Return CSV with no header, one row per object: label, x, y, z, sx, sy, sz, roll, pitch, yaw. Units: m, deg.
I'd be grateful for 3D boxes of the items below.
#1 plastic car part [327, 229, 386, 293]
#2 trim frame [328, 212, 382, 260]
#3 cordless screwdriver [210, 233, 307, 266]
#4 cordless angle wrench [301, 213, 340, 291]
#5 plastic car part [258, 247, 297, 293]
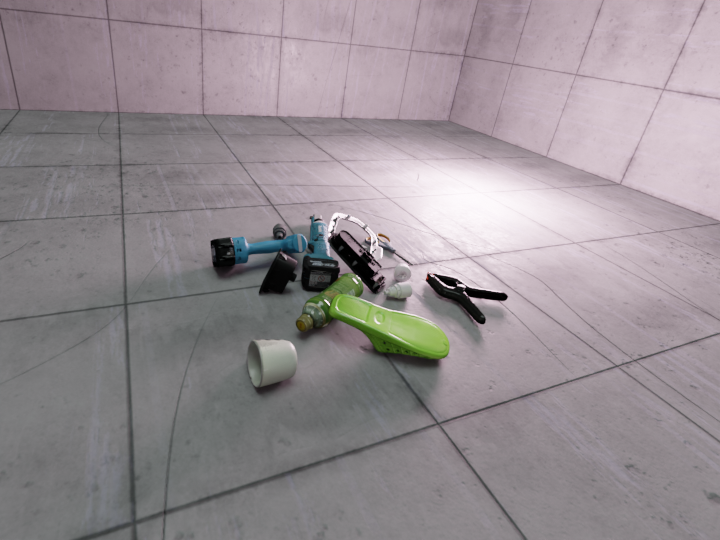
plastic car part,-0.007,-0.034,1.129,0.208,0.067,0.065,43,45,13
trim frame,-0.014,-0.095,1.267,0.180,0.028,0.253,32,29,-12
cordless screwdriver,-0.283,-0.061,1.164,0.242,0.074,0.164,-8,4,-21
cordless angle wrench,-0.123,-0.080,1.256,0.097,0.073,0.436,4,28,-9
plastic car part,-0.196,0.011,1.051,0.069,0.116,0.067,29,26,-14
